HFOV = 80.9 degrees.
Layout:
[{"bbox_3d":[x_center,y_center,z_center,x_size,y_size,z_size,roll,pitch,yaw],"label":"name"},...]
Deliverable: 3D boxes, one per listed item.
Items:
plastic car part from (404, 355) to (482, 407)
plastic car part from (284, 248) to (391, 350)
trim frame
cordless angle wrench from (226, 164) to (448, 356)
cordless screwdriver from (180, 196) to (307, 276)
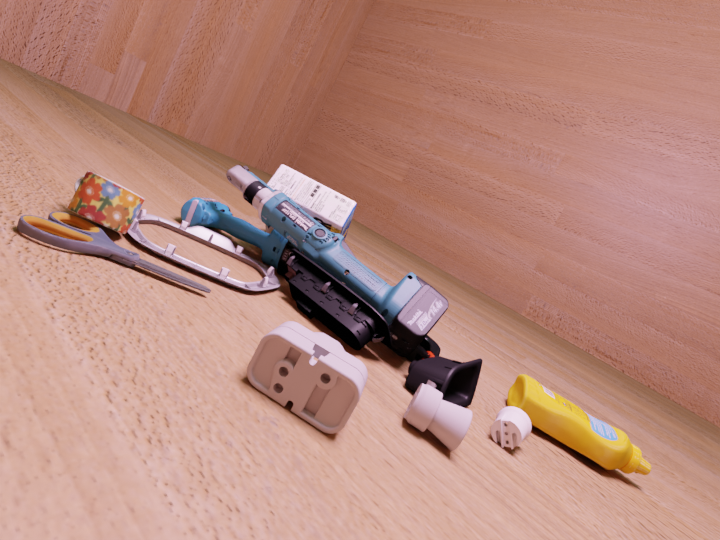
[{"bbox_3d":[0.100,0.138,0.546,0.075,0.066,0.110,16,3,40],"label":"plastic car part"},{"bbox_3d":[-0.045,0.045,0.599,0.214,0.064,0.065,30,47,32],"label":"plastic car part"},{"bbox_3d":[-0.230,-0.032,0.625,0.243,0.027,0.189,23,9,-13],"label":"trim frame"},{"bbox_3d":[-0.065,-0.043,0.667,0.438,0.073,0.096,39,56,18],"label":"cordless angle wrench"},{"bbox_3d":[-0.194,-0.069,0.790,0.252,0.074,0.158,24,9,5],"label":"cordless screwdriver"}]
